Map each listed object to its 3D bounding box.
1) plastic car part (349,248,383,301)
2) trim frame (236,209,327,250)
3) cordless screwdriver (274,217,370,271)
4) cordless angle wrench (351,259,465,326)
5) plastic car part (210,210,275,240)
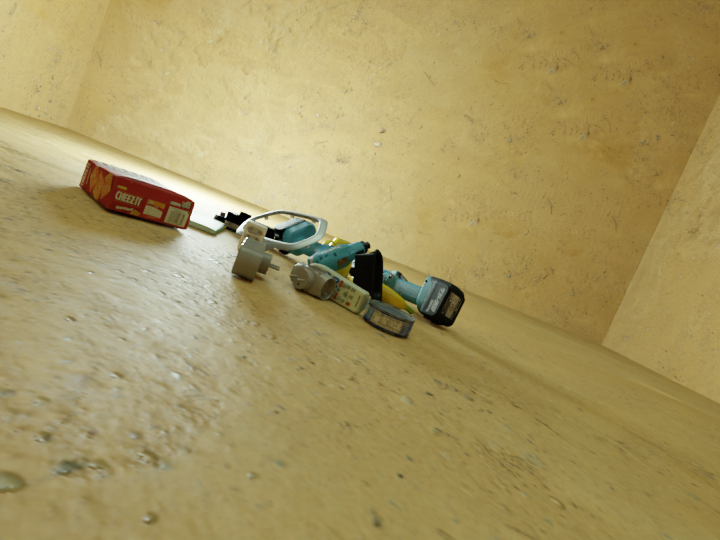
[{"bbox_3d":[0.010,0.012,0.945,0.073,0.117,0.063,-2,-6,24],"label":"plastic car part"},{"bbox_3d":[-0.195,-0.101,1.045,0.262,0.027,0.180,18,39,32],"label":"trim frame"},{"bbox_3d":[-0.103,-0.067,1.055,0.155,0.072,0.263,-24,32,-27],"label":"cordless screwdriver"},{"bbox_3d":[0.075,0.029,1.117,0.070,0.098,0.446,32,-6,-38],"label":"cordless angle wrench"},{"bbox_3d":[-0.312,-0.121,1.171,0.208,0.067,0.065,26,-1,12],"label":"plastic car part"}]
